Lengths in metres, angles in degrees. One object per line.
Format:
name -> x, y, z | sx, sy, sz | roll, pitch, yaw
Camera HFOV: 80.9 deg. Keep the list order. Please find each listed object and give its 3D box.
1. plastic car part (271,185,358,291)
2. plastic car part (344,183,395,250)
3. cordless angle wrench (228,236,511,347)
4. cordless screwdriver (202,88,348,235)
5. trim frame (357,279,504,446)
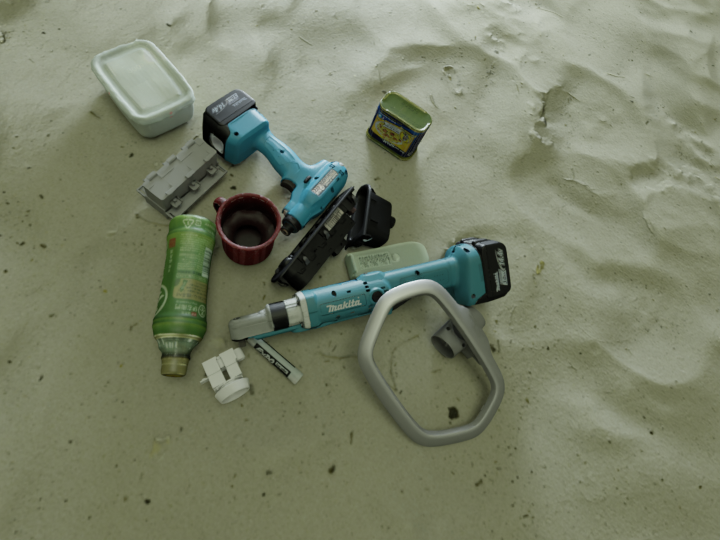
plastic car part -> -0.065, -0.043, 0.669 | 0.065, 0.069, 0.201 | 49, 63, -17
plastic car part -> 0.024, -0.085, 0.705 | 0.069, 0.067, 0.118 | 23, 60, -19
cordless angle wrench -> 0.017, 0.036, 0.626 | 0.415, 0.076, 0.097 | -13, 99, -14
cordless screwdriver -> -0.157, -0.176, 0.698 | 0.250, 0.074, 0.158 | 36, 61, 3
trim frame -> 0.103, 0.132, 0.597 | 0.183, 0.028, 0.247 | -37, 94, -9
